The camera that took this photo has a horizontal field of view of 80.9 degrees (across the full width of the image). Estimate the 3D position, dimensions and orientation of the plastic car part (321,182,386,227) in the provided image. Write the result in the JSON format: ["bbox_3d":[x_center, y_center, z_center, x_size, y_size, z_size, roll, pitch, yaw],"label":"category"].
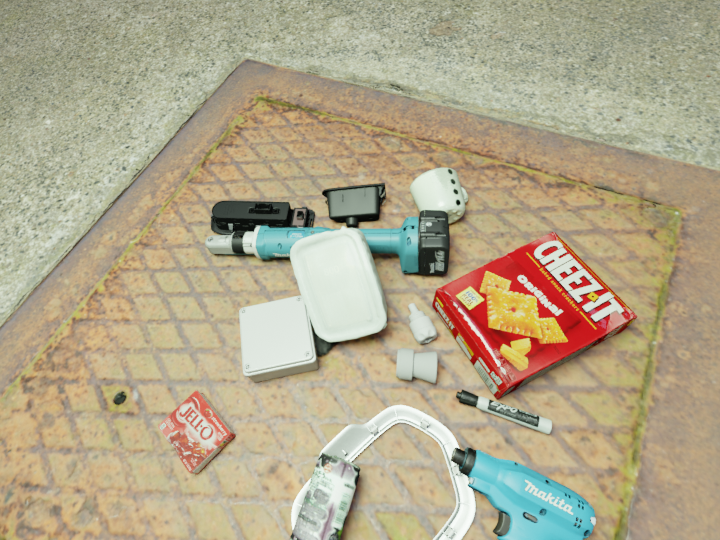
[{"bbox_3d":[-0.010,-0.114,0.772,0.118,0.064,0.072,-6,74,8],"label":"plastic car part"}]

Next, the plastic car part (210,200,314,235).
[{"bbox_3d":[-0.192,-0.099,0.788,0.207,0.064,0.067,1,67,12],"label":"plastic car part"}]

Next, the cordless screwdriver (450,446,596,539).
[{"bbox_3d":[0.148,0.337,0.460,0.163,0.072,0.249,22,62,11],"label":"cordless screwdriver"}]

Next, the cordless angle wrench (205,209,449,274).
[{"bbox_3d":[-0.071,-0.046,0.722,0.432,0.094,0.076,1,57,13],"label":"cordless angle wrench"}]

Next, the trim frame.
[{"bbox_3d":[0.027,0.291,0.539,0.246,0.026,0.193,-40,61,-13],"label":"trim frame"}]
